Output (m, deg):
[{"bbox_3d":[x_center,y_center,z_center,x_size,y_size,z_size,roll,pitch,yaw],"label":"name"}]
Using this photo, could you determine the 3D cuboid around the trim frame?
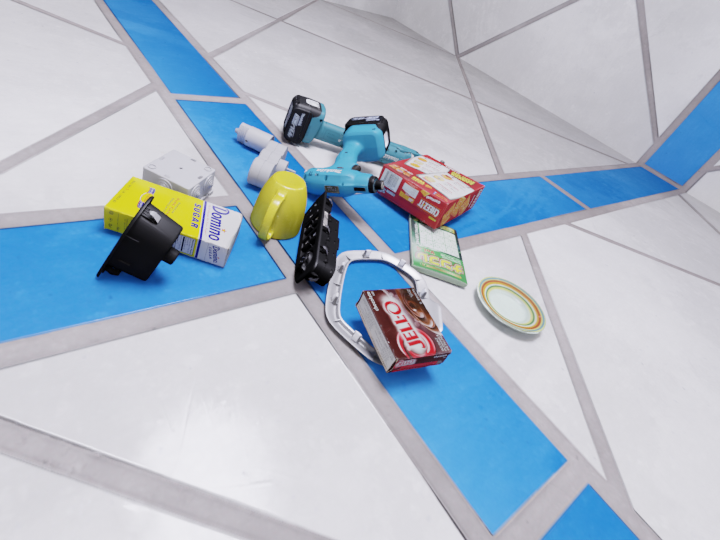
[{"bbox_3d":[0.039,0.045,0.656,0.182,0.027,0.253,20,36,-6],"label":"trim frame"}]

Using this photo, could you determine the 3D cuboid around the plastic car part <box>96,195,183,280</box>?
[{"bbox_3d":[-0.266,-0.029,0.530,0.068,0.118,0.068,38,32,-25],"label":"plastic car part"}]

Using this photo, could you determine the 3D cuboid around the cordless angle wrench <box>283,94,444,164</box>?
[{"bbox_3d":[0.022,-0.305,1.032,0.409,0.097,0.077,15,38,-18],"label":"cordless angle wrench"}]

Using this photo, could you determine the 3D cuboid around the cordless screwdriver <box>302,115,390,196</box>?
[{"bbox_3d":[0.003,-0.231,0.865,0.166,0.071,0.249,7,45,24],"label":"cordless screwdriver"}]

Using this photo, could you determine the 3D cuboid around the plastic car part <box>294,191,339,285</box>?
[{"bbox_3d":[-0.067,-0.044,0.688,0.064,0.067,0.208,41,29,-24],"label":"plastic car part"}]
